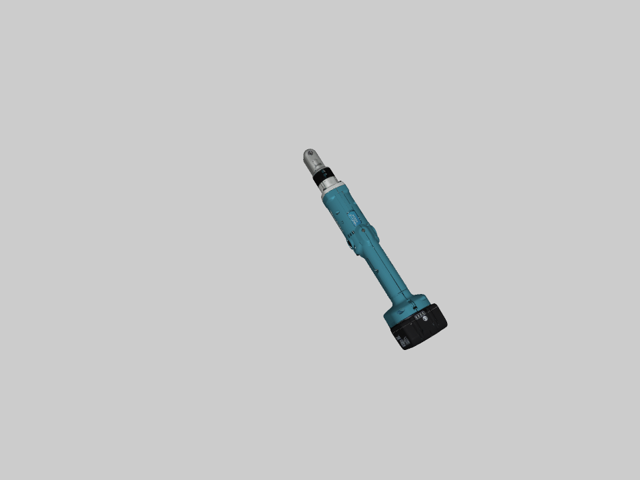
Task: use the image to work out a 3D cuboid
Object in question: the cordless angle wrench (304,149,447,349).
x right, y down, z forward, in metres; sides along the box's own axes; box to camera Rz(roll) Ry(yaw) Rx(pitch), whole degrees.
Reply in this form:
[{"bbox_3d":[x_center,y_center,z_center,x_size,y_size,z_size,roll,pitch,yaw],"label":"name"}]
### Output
[{"bbox_3d":[0.078,-0.003,0.791,0.074,0.422,0.098,-28,-15,-12],"label":"cordless angle wrench"}]
